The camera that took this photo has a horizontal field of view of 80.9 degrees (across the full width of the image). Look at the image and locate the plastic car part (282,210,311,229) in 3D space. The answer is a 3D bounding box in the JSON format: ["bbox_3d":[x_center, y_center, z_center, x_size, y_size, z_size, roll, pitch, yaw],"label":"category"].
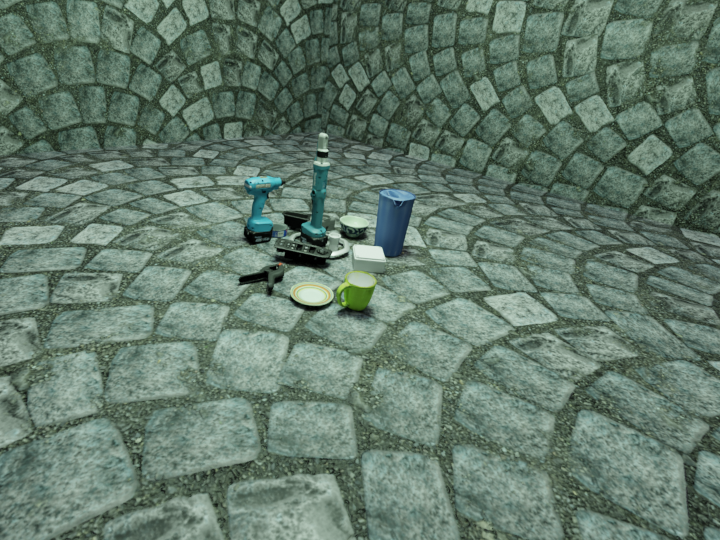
[{"bbox_3d":[-0.266,-0.202,1.741,0.117,0.069,0.067,9,26,4],"label":"plastic car part"}]

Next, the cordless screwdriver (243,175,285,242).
[{"bbox_3d":[-0.359,-0.232,1.585,0.153,0.244,0.079,-13,33,-38],"label":"cordless screwdriver"}]

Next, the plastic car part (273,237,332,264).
[{"bbox_3d":[-0.201,-0.060,1.478,0.204,0.066,0.067,8,26,4],"label":"plastic car part"}]

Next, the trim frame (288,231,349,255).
[{"bbox_3d":[-0.158,-0.103,1.616,0.259,0.027,0.181,18,29,22],"label":"trim frame"}]

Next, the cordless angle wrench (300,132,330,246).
[{"bbox_3d":[-0.154,-0.289,1.552,0.071,0.415,0.104,-16,35,-42],"label":"cordless angle wrench"}]
